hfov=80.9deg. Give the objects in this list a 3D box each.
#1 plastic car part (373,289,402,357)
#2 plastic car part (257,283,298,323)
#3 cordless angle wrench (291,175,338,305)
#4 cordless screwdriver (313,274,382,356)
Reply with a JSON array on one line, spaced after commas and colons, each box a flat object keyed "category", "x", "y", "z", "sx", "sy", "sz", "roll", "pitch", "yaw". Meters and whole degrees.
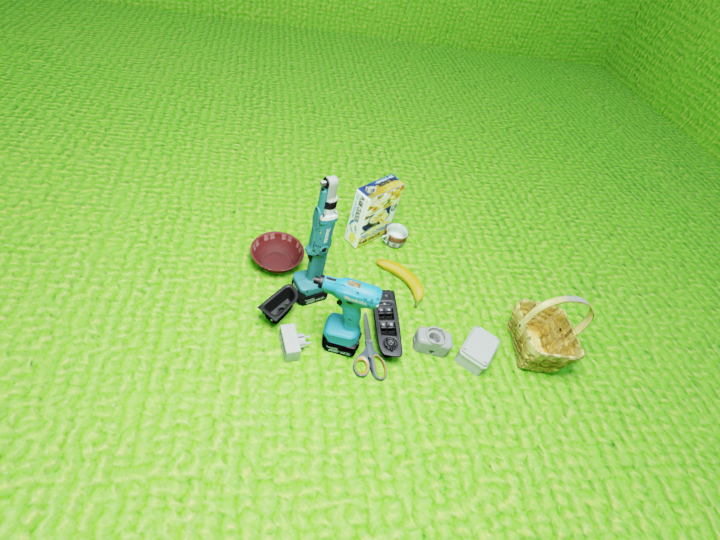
[{"category": "plastic car part", "x": 0.067, "y": 0.150, "z": 1.148, "sx": 0.065, "sy": 0.066, "sz": 0.210, "roll": 3, "pitch": 47, "yaw": -11}, {"category": "plastic car part", "x": -0.215, "y": 0.099, "z": 1.137, "sx": 0.068, "sy": 0.069, "sz": 0.115, "roll": 33, "pitch": 49, "yaw": 17}, {"category": "cordless angle wrench", "x": -0.105, "y": -0.069, "z": 1.078, "sx": 0.095, "sy": 0.415, "sz": 0.078, "roll": -14, "pitch": 54, "yaw": -27}, {"category": "cordless screwdriver", "x": -0.053, "y": 0.107, "z": 1.041, "sx": 0.160, "sy": 0.244, "sz": 0.075, "roll": 18, "pitch": 46, "yaw": 1}]
